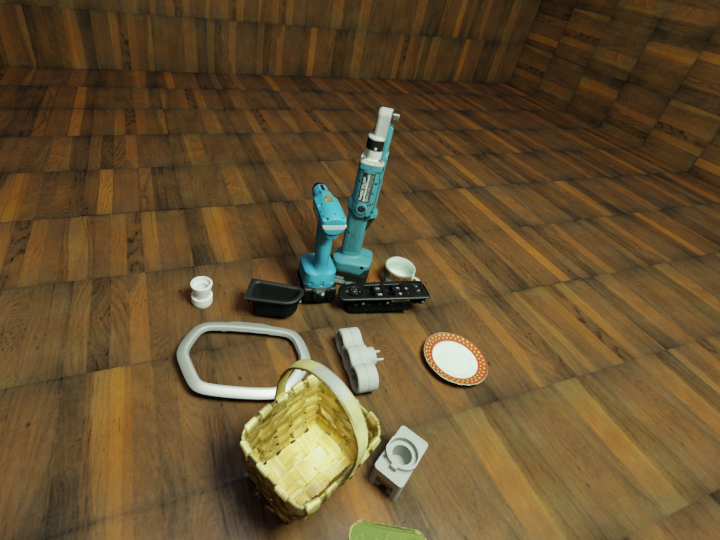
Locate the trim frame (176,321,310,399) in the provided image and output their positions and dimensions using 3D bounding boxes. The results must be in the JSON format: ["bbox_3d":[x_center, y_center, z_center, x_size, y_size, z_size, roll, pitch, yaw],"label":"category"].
[{"bbox_3d":[-0.217,0.161,0.795,0.245,0.027,0.191,3,39,-8],"label":"trim frame"}]

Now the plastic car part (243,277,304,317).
[{"bbox_3d":[-0.180,0.068,0.886,0.117,0.069,0.067,11,38,0],"label":"plastic car part"}]

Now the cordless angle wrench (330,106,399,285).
[{"bbox_3d":[0.007,-0.143,0.911,0.099,0.414,0.075,16,37,2],"label":"cordless angle wrench"}]

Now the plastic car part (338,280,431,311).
[{"bbox_3d":[0.045,0.060,0.946,0.199,0.065,0.069,2,39,-10],"label":"plastic car part"}]

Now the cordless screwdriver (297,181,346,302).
[{"bbox_3d":[-0.090,-0.059,0.923,0.072,0.243,0.167,-1,40,-19],"label":"cordless screwdriver"}]
